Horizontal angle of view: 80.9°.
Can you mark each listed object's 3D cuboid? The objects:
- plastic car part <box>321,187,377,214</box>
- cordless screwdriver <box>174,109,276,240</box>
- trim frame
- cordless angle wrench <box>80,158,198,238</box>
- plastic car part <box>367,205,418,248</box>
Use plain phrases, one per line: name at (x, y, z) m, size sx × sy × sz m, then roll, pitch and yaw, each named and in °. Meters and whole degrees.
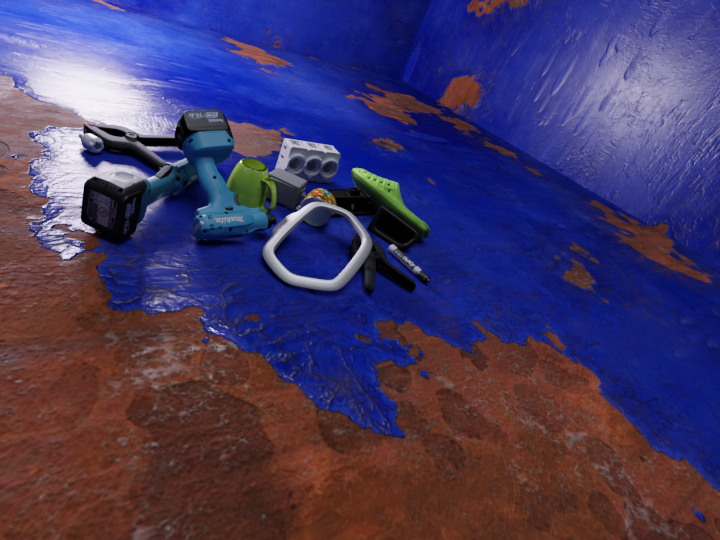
plastic car part at (-0.038, -0.172, 1.046) m, size 0.195 × 0.066 × 0.069 m, roll -12°, pitch 53°, yaw -39°
cordless screwdriver at (-0.260, -0.182, 0.813) m, size 0.153 × 0.076 × 0.253 m, roll -10°, pitch 77°, yaw -36°
trim frame at (-0.080, -0.052, 0.821) m, size 0.188 × 0.027 × 0.247 m, roll 30°, pitch 48°, yaw 8°
cordless angle wrench at (-0.376, -0.186, 0.848) m, size 0.074 × 0.097 × 0.426 m, roll 22°, pitch 27°, yaw -3°
plastic car part at (0.088, -0.097, 1.013) m, size 0.120 × 0.066 × 0.069 m, roll 36°, pitch 19°, yaw 16°
